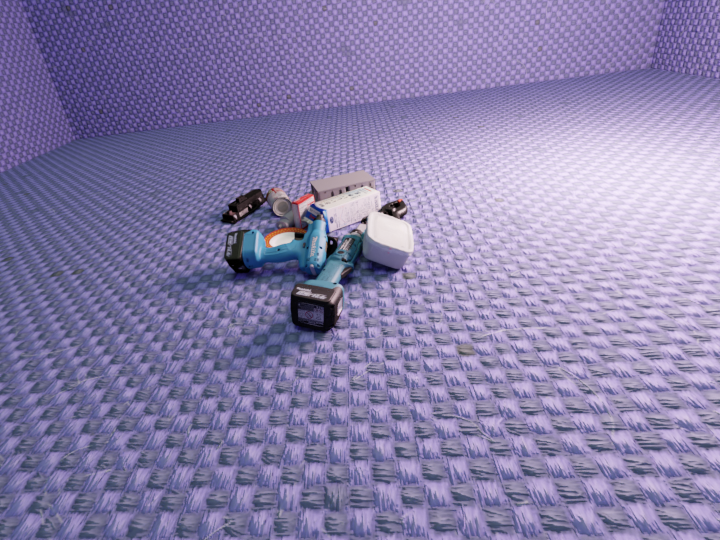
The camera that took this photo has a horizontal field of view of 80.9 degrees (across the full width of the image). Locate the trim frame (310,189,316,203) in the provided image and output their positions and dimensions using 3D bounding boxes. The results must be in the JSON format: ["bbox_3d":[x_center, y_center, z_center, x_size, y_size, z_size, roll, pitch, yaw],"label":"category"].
[{"bbox_3d":[-0.073,-0.258,1.434,0.180,0.027,0.262,-19,34,-19],"label":"trim frame"}]

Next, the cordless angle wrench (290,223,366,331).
[{"bbox_3d":[-0.045,-0.018,0.987,0.100,0.072,0.423,8,31,12],"label":"cordless angle wrench"}]

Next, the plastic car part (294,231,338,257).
[{"bbox_3d":[-0.108,-0.071,1.106,0.120,0.065,0.070,4,17,14],"label":"plastic car part"}]

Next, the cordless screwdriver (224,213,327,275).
[{"bbox_3d":[-0.205,-0.068,1.051,0.254,0.071,0.163,0,61,11],"label":"cordless screwdriver"}]

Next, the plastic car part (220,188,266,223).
[{"bbox_3d":[-0.390,-0.225,1.428,0.069,0.065,0.200,2,29,30],"label":"plastic car part"}]
